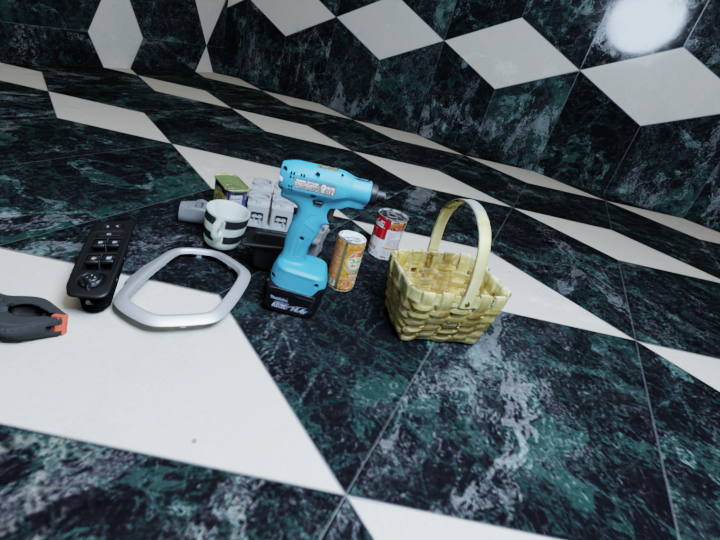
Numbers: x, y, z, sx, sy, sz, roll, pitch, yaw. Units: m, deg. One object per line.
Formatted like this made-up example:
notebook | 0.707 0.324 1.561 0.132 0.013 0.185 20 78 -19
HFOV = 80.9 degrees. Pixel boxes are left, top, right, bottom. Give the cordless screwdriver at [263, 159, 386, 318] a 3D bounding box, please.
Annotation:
cordless screwdriver | -0.066 -0.043 0.670 0.158 0.245 0.076 14 27 -4

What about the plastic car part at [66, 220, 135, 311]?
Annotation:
plastic car part | -0.398 -0.007 0.653 0.064 0.066 0.212 4 30 -20

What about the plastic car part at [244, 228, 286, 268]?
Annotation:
plastic car part | -0.158 -0.030 0.792 0.115 0.070 0.068 10 28 -7

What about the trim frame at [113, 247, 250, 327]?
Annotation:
trim frame | -0.284 0.021 0.692 0.185 0.027 0.252 13 28 0
